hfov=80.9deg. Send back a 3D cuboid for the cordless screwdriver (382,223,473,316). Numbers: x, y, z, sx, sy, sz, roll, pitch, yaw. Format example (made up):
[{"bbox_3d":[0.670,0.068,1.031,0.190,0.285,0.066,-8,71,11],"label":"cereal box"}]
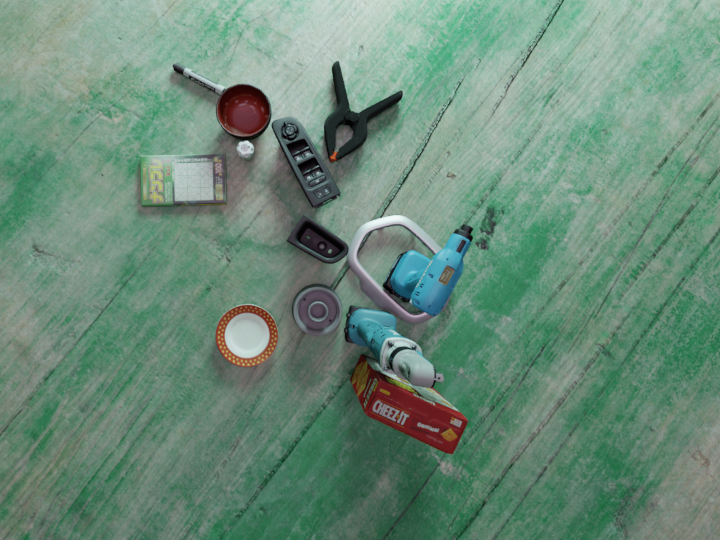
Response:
[{"bbox_3d":[0.125,-0.005,0.788,0.074,0.250,0.159,30,87,-7],"label":"cordless screwdriver"}]

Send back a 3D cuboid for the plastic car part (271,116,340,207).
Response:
[{"bbox_3d":[-0.117,-0.227,0.880,0.066,0.067,0.203,-28,89,-5],"label":"plastic car part"}]

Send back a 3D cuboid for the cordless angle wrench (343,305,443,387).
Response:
[{"bbox_3d":[0.041,0.118,0.691,0.097,0.426,0.074,9,90,-8],"label":"cordless angle wrench"}]

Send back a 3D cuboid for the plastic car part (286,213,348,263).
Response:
[{"bbox_3d":[-0.085,-0.056,0.871,0.116,0.071,0.066,33,86,-2],"label":"plastic car part"}]

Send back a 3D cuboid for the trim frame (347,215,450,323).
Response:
[{"bbox_3d":[0.086,-0.004,0.897,0.248,0.027,0.184,44,86,0],"label":"trim frame"}]
